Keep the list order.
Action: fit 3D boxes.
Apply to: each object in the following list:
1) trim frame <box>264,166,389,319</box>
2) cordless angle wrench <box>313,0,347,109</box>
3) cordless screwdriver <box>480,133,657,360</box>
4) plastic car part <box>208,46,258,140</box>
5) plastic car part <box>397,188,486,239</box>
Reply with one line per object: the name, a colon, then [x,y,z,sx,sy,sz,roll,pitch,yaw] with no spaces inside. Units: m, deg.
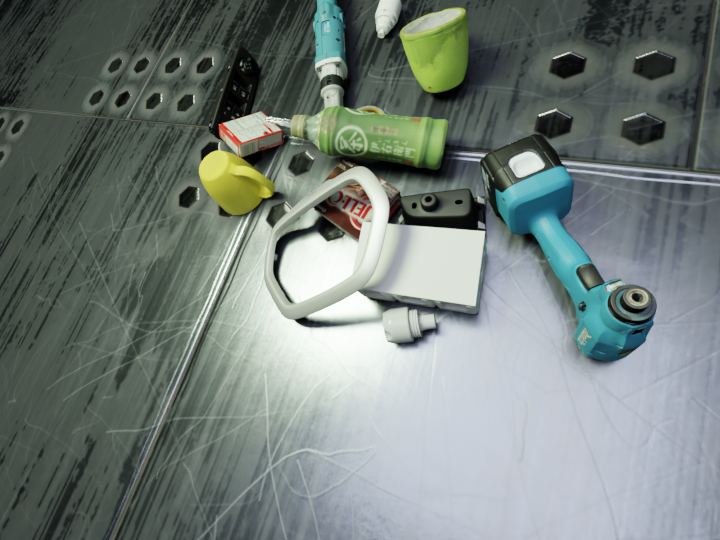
trim frame: [-0.056,-0.037,0.572,0.255,0.026,0.190,-30,59,38]
cordless angle wrench: [-0.055,-0.440,0.756,0.076,0.094,0.432,-9,69,13]
cordless screwdriver: [0.210,-0.037,0.441,0.075,0.151,0.258,-23,61,10]
plastic car part: [-0.243,-0.328,0.805,0.070,0.063,0.205,-6,66,46]
plastic car part: [0.101,-0.077,0.550,0.120,0.068,0.067,0,69,18]
